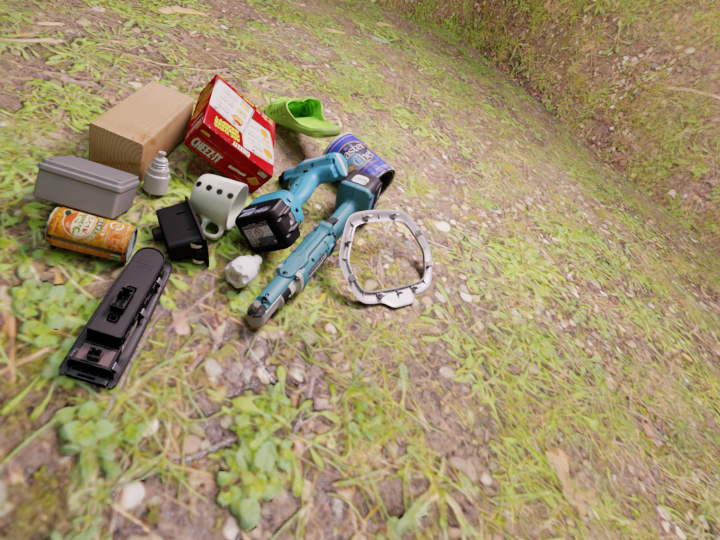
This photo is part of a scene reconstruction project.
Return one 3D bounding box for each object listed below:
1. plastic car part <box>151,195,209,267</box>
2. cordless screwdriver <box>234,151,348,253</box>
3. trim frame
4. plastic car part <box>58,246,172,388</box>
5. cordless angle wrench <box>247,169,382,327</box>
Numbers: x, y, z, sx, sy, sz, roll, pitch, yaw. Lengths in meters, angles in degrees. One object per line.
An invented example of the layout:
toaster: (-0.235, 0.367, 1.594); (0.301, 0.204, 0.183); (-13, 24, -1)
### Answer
plastic car part: (-0.285, -0.058, 0.657); (0.069, 0.064, 0.122); (-19, 55, -27)
cordless screwdriver: (-0.139, -0.134, 0.782); (0.071, 0.166, 0.248); (63, 40, -30)
trim frame: (0.056, -0.025, 0.786); (0.237, 0.028, 0.186); (-7, 82, -42)
plastic car part: (-0.300, 0.040, 0.540); (0.065, 0.066, 0.208); (14, 39, -10)
cordless angle wrench: (-0.073, -0.048, 0.746); (0.076, 0.096, 0.421); (22, 43, 11)
